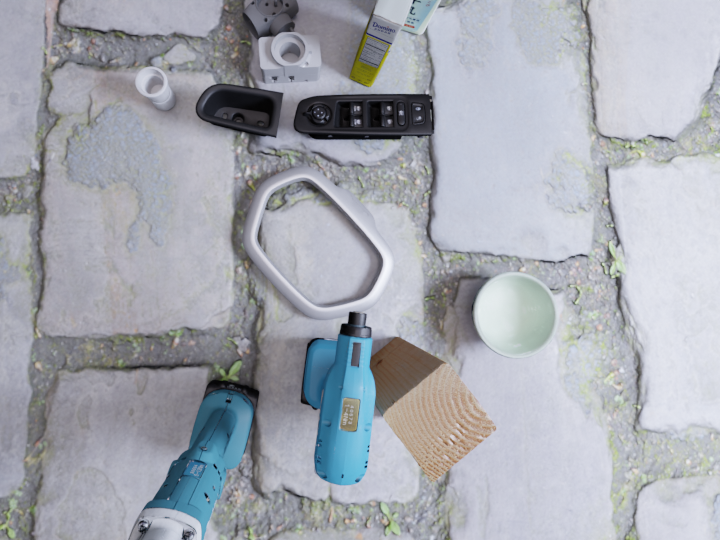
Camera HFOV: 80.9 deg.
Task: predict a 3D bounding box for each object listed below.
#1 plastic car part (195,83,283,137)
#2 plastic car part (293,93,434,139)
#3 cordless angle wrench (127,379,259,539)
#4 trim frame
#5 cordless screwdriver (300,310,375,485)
[{"bbox_3d":[-0.175,-0.228,0.621,0.116,0.071,0.066,9,87,-4],"label":"plastic car part"},{"bbox_3d":[0.001,-0.226,0.632,0.202,0.067,0.066,0,87,-4],"label":"plastic car part"},{"bbox_3d":[-0.160,0.204,0.411,0.074,0.426,0.098,14,87,-8],"label":"cordless angle wrench"},{"bbox_3d":[-0.062,-0.041,0.634,0.183,0.027,0.249,-44,89,-5],"label":"trim frame"},{"bbox_3d":[-0.027,0.121,0.512,0.074,0.250,0.160,8,87,-8],"label":"cordless screwdriver"}]
